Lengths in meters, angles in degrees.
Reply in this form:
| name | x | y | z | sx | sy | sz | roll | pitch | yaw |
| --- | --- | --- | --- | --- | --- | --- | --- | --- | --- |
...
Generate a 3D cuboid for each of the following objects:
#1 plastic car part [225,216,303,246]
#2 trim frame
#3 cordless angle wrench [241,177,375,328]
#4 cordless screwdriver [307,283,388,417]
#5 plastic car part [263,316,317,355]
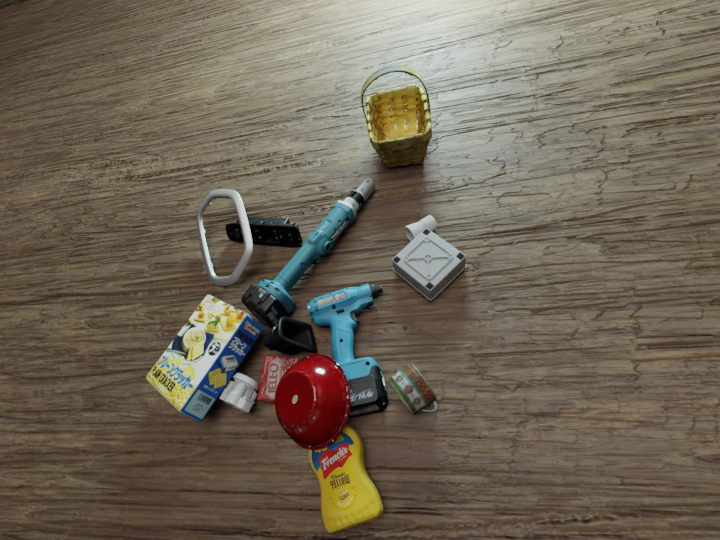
| name | x | y | z | sx | sy | sz | roll | pitch | yaw |
| --- | --- | --- | --- | --- | --- | --- | --- | --- | --- |
| plastic car part | -0.237 | -0.102 | 1.034 | 0.209 | 0.063 | 0.068 | 1 | 51 | 17 |
| trim frame | -0.334 | -0.083 | 1.024 | 0.188 | 0.026 | 0.255 | -29 | 70 | 27 |
| cordless angle wrench | -0.093 | -0.061 | 0.955 | 0.078 | 0.093 | 0.421 | 26 | 67 | 29 |
| cordless screwdriver | -0.004 | 0.141 | 0.817 | 0.160 | 0.071 | 0.259 | -21 | 54 | 4 |
| plastic car part | -0.150 | 0.138 | 0.847 | 0.072 | 0.110 | 0.069 | -33 | 55 | 22 |
